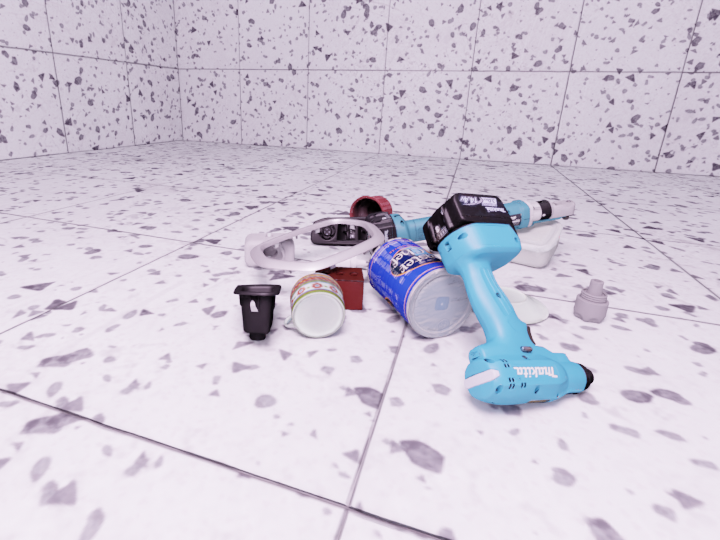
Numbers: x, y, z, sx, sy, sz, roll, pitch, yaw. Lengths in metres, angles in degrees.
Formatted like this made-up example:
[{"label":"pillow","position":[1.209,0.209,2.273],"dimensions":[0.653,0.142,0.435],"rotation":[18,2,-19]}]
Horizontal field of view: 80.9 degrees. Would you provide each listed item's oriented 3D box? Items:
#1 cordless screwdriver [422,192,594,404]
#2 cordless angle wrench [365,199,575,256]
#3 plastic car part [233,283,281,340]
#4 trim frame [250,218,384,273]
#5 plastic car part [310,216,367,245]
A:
[{"label":"cordless screwdriver","position":[0.175,0.029,0.508],"dimensions":[0.154,0.074,0.257],"rotation":[4,58,-23]},{"label":"cordless angle wrench","position":[0.225,-0.095,0.844],"dimensions":[0.421,0.095,0.077],"rotation":[-10,30,-3]},{"label":"plastic car part","position":[-0.138,0.056,0.566],"dimensions":[0.065,0.070,0.119],"rotation":[-1,5,-10]},{"label":"trim frame","position":[-0.072,-0.047,0.738],"dimensions":[0.241,0.027,0.195],"rotation":[-27,34,-35]},{"label":"plastic car part","position":[-0.015,-0.091,0.962],"dimensions":[0.200,0.065,0.069],"rotation":[-2,11,-10]}]
